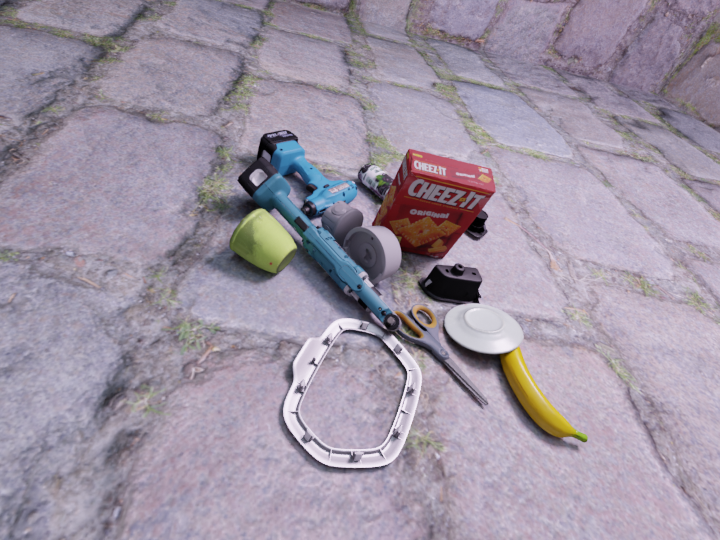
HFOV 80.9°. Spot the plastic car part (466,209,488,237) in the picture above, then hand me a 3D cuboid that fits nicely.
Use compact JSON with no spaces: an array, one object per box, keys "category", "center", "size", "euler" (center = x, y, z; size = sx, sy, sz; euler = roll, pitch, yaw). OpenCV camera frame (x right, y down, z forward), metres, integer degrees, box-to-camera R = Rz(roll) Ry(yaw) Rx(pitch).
[{"category":"plastic car part","center":[0.233,-0.159,1.025],"size":[0.064,0.066,0.213],"euler":[-12,51,-40]}]

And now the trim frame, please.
[{"category":"trim frame","center":[-0.007,0.163,0.613],"size":[0.188,0.027,0.248],"euler":[24,43,10]}]

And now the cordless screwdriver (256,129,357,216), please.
[{"category":"cordless screwdriver","center":[-0.142,-0.216,0.956],"size":[0.258,0.073,0.155],"euler":[41,46,20]}]

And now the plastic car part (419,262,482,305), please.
[{"category":"plastic car part","center":[0.181,0.018,0.801],"size":[0.114,0.070,0.068],"euler":[9,41,-14]}]

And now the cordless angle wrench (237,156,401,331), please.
[{"category":"cordless angle wrench","center":[-0.077,-0.050,0.782],"size":[0.074,0.094,0.441],"euler":[-43,66,-2]}]
